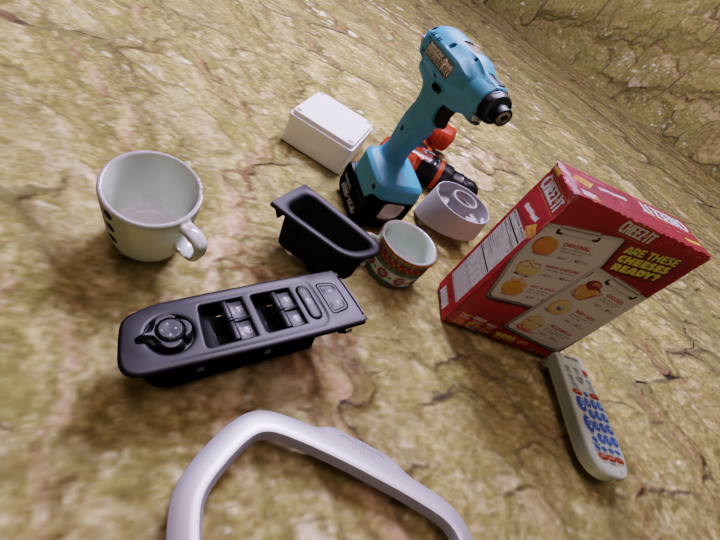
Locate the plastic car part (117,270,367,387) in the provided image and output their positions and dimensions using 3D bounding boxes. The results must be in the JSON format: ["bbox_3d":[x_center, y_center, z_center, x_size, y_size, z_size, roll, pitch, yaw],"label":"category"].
[{"bbox_3d":[-0.098,0.050,0.358,0.194,0.067,0.069,-7,55,-36],"label":"plastic car part"}]

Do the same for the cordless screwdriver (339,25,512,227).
[{"bbox_3d":[0.069,-0.145,0.513,0.071,0.249,0.166,6,48,-30],"label":"cordless screwdriver"}]

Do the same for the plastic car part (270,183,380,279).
[{"bbox_3d":[-0.046,-0.030,0.466,0.119,0.071,0.065,40,41,10],"label":"plastic car part"}]

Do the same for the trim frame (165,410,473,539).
[{"bbox_3d":[-0.014,0.200,0.287,0.246,0.027,0.186,26,41,-5],"label":"trim frame"}]
